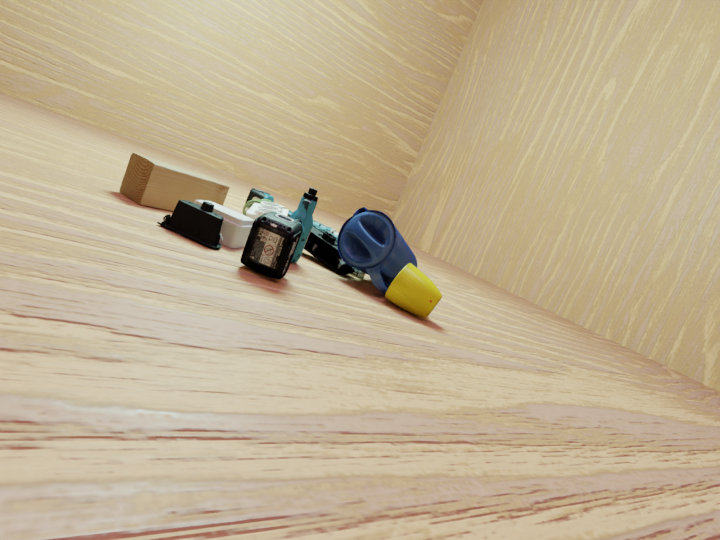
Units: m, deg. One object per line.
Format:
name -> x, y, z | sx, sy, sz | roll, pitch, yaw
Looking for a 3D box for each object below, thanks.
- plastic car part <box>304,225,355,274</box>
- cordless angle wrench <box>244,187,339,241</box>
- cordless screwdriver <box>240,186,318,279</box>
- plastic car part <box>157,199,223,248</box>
plastic car part -> -0.099, -0.065, 1.011 | 0.213, 0.066, 0.064 | 31, 30, 27
cordless angle wrench -> -0.196, -0.162, 1.441 | 0.435, 0.074, 0.095 | 27, 9, 14
cordless screwdriver -> -0.131, -0.078, 0.780 | 0.075, 0.158, 0.248 | 23, 10, 0
plastic car part -> -0.288, -0.091, 0.755 | 0.119, 0.070, 0.065 | 21, 9, 12
